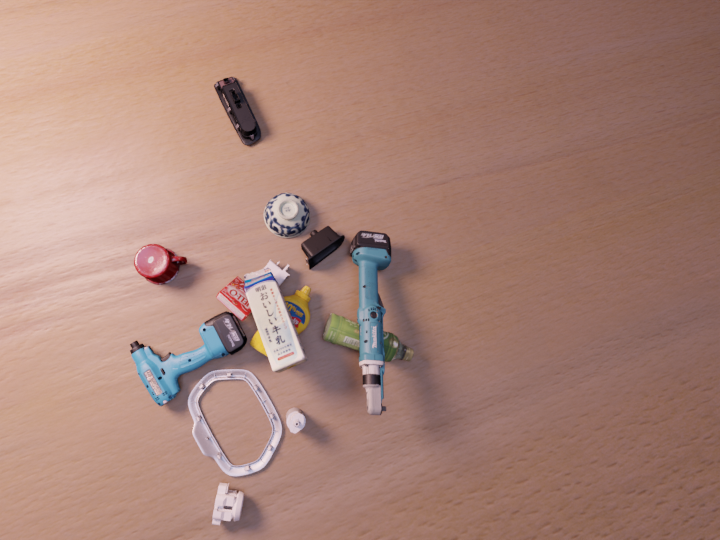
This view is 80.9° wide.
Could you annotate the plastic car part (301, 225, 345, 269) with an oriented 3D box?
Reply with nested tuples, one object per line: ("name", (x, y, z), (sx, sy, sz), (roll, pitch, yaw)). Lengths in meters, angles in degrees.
("plastic car part", (-0.105, -0.069, 1.077), (0.115, 0.064, 0.073), (-40, 74, -16))

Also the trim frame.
("trim frame", (-0.293, 0.349, 0.981), (0.182, 0.027, 0.251), (-30, 85, -11))

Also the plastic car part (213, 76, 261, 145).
("plastic car part", (-0.322, -0.433, 1.125), (0.065, 0.068, 0.205), (-23, 85, -20))

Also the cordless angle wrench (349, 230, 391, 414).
("cordless angle wrench", (0.025, 0.110, 0.986), (0.096, 0.074, 0.433), (5, 63, -11))

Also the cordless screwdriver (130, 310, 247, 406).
("cordless screwdriver", (-0.399, 0.177, 0.981), (0.247, 0.074, 0.161), (-34, 85, -8))
